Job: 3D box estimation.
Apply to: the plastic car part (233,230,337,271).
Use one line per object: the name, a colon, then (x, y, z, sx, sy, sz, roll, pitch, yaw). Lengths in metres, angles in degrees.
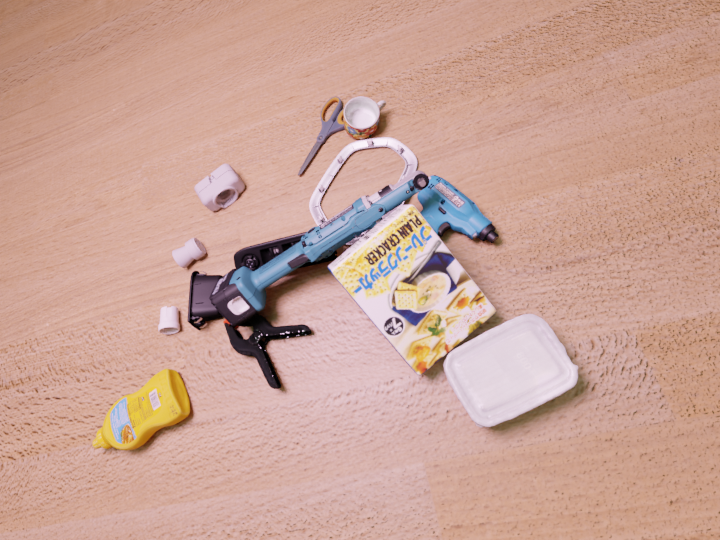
plastic car part: (-0.148, -0.039, 0.814, 0.205, 0.064, 0.069, -14, 29, 9)

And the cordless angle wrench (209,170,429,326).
cordless angle wrench: (-0.071, -0.047, 0.731, 0.427, 0.072, 0.100, -31, 22, 13)

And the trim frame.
trim frame: (0.004, -0.164, 0.835, 0.192, 0.026, 0.248, 28, 78, 24)

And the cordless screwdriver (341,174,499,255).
cordless screwdriver: (0.100, -0.042, 0.733, 0.248, 0.071, 0.166, -40, 64, -5)

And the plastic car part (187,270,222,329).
plastic car part: (-0.297, 0.051, 0.835, 0.071, 0.064, 0.119, -3, 65, -1)
